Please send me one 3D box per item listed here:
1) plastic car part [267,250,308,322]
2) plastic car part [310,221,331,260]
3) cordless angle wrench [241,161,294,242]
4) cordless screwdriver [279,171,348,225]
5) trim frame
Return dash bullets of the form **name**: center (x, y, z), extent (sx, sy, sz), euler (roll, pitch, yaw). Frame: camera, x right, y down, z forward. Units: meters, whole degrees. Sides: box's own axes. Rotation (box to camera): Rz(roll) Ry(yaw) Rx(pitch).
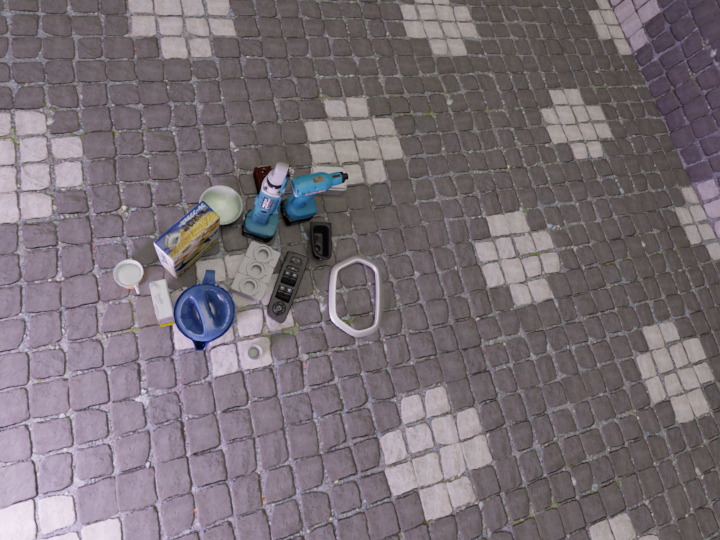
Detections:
- **plastic car part**: center (-0.214, 0.049, 1.205), extent (0.065, 0.068, 0.205), euler (21, 69, -12)
- **plastic car part**: center (-0.124, -0.081, 1.268), extent (0.064, 0.071, 0.118), euler (2, 74, -18)
- **cordless angle wrench**: center (-0.235, -0.171, 1.073), extent (0.096, 0.428, 0.075), euler (19, 71, -15)
- **cordless screwdriver**: center (-0.139, -0.211, 1.206), extent (0.155, 0.251, 0.075), euler (-17, 83, -22)
- **trim frame**: center (-0.008, 0.075, 1.275), extent (0.180, 0.028, 0.253), euler (4, 72, -14)
